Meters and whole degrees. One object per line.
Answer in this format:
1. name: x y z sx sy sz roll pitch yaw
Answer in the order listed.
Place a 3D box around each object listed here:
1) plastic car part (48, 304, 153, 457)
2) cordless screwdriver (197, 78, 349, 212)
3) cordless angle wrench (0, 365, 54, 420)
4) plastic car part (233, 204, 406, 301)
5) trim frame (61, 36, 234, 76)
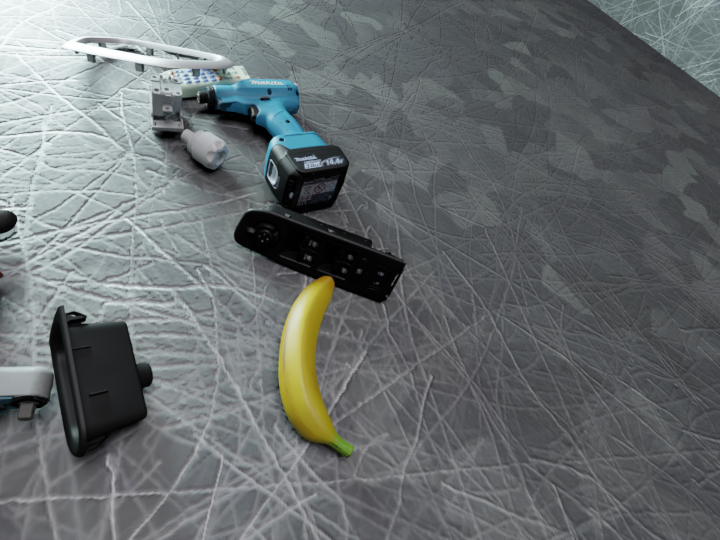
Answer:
1. plastic car part: -0.219 0.091 0.364 0.068 0.066 0.121 -9 60 -45
2. cordless screwdriver: -0.131 -0.195 0.609 0.154 0.073 0.260 -11 55 -28
3. cordless angle wrench: -0.447 0.082 0.279 0.409 0.074 0.102 3 53 -21
4. plastic car part: -0.050 -0.033 0.516 0.200 0.065 0.068 18 40 -7
5. trim frame: -0.309 -0.318 0.625 0.253 0.027 0.185 12 32 9
